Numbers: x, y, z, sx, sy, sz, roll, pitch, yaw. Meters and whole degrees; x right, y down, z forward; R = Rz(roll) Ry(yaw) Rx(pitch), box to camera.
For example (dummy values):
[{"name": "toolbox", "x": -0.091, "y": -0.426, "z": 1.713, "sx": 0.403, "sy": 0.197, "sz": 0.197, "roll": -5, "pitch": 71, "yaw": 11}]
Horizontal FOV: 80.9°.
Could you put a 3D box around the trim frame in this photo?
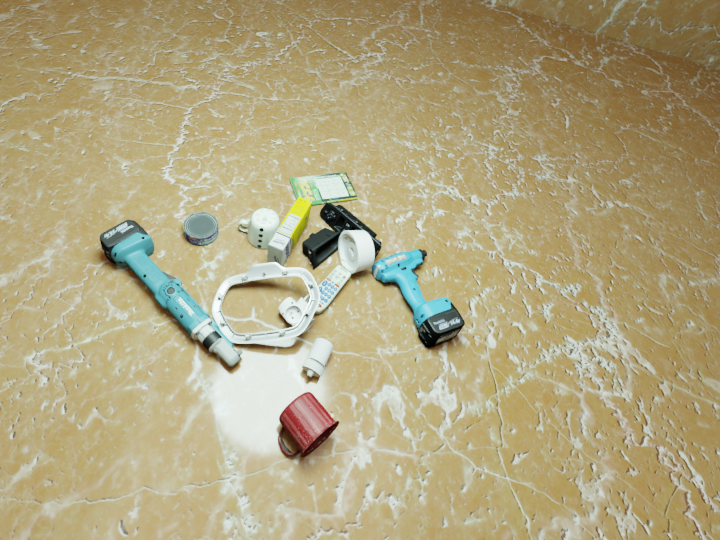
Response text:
[{"name": "trim frame", "x": -0.214, "y": 0.069, "z": 0.944, "sx": 0.251, "sy": 0.026, "sz": 0.190, "roll": -8, "pitch": 60, "yaw": 7}]

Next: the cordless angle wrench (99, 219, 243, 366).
[{"name": "cordless angle wrench", "x": -0.415, "y": 0.055, "z": 0.934, "sx": 0.436, "sy": 0.073, "sz": 0.096, "roll": 41, "pitch": 58, "yaw": 16}]

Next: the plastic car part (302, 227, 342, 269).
[{"name": "plastic car part", "x": -0.106, "y": -0.070, "z": 1.087, "sx": 0.074, "sy": 0.064, "sz": 0.115, "roll": 28, "pitch": 50, "yaw": 25}]

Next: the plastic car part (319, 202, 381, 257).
[{"name": "plastic car part", "x": -0.021, "y": -0.116, "z": 1.129, "sx": 0.210, "sy": 0.065, "sz": 0.065, "roll": 39, "pitch": 47, "yaw": 17}]

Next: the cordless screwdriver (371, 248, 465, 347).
[{"name": "cordless screwdriver", "x": 0.156, "y": 0.052, "z": 1.035, "sx": 0.155, "sy": 0.073, "sz": 0.261, "roll": -20, "pitch": 57, "yaw": -24}]
